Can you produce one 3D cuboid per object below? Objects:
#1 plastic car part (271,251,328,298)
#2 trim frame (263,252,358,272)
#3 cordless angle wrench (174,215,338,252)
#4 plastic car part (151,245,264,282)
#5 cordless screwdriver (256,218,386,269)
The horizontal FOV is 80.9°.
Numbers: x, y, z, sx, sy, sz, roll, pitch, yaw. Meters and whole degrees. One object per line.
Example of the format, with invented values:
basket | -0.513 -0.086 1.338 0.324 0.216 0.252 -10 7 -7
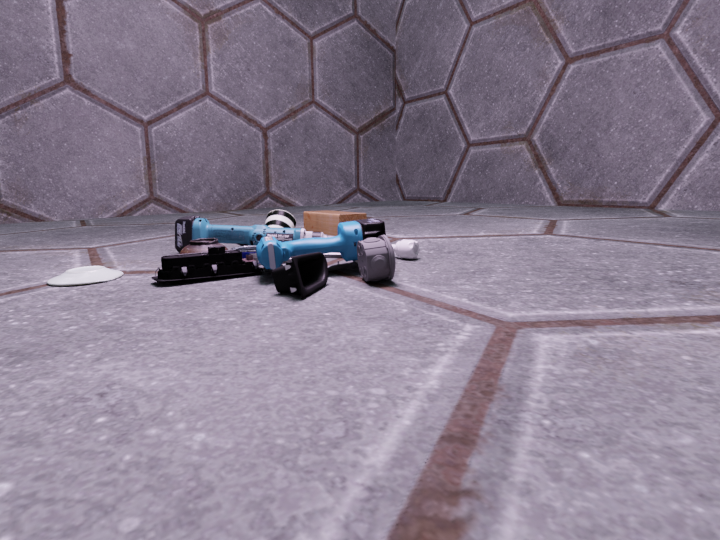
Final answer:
plastic car part | -0.105 0.008 0.701 0.073 0.066 0.114 -13 4 19
trim frame | -0.088 -0.021 0.894 0.238 0.027 0.194 -8 14 -35
cordless angle wrench | -0.251 -0.082 1.065 0.427 0.097 0.074 3 7 5
plastic car part | -0.289 -0.011 0.801 0.196 0.066 0.070 -11 21 -27
cordless screwdriver | -0.082 -0.053 0.835 0.245 0.073 0.164 -8 12 -11
